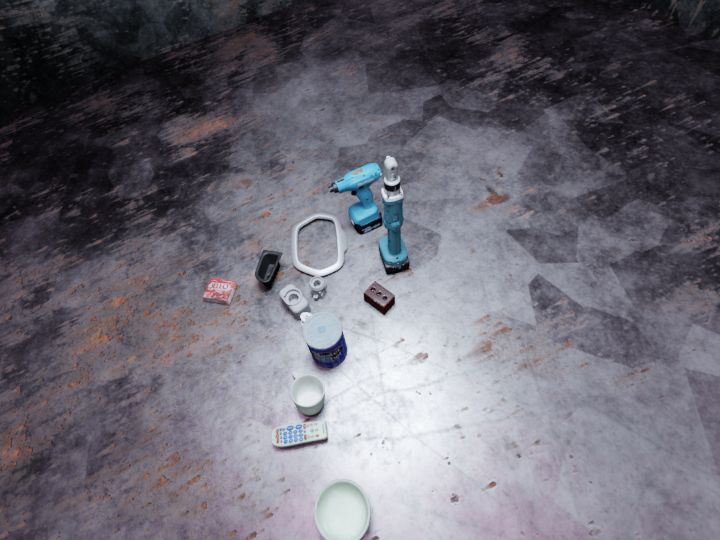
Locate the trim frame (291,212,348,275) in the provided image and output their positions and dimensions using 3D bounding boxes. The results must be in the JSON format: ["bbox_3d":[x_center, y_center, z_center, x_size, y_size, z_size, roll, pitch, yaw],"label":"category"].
[{"bbox_3d":[-0.134,-0.088,1.375,0.185,0.026,0.257,-9,55,4],"label":"trim frame"}]

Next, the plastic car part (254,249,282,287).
[{"bbox_3d":[-0.284,0.003,1.315,0.068,0.068,0.118,7,58,12],"label":"plastic car part"}]

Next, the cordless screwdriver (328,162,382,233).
[{"bbox_3d":[-0.011,-0.212,1.306,0.158,0.239,0.078,-23,57,-8],"label":"cordless screwdriver"}]

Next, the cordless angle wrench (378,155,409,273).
[{"bbox_3d":[0.087,-0.139,1.137,0.074,0.407,0.102,-14,56,-4],"label":"cordless angle wrench"}]
